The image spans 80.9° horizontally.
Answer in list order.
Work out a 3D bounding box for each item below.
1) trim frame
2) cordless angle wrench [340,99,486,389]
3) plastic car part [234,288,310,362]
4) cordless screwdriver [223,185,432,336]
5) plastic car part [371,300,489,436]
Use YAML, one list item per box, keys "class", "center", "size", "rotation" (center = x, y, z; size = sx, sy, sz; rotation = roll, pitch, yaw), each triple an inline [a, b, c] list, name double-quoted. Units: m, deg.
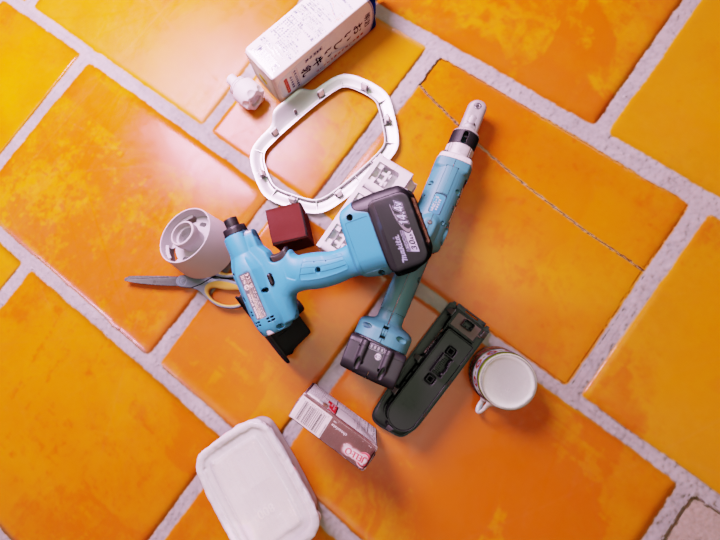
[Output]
- class: "trim frame"
  center: [-0.057, -0.199, 0.655]
  size: [0.248, 0.027, 0.188]
  rotation: [-40, 78, 1]
- class: "cordless angle wrench"
  center: [0.091, -0.053, 0.585]
  size: [0.076, 0.096, 0.424]
  rotation: [22, 81, 9]
- class: "plastic car part"
  center: [-0.117, 0.064, 0.603]
  size: [0.070, 0.067, 0.115]
  rotation: [-41, 97, -16]
- class: "cordless screwdriver"
  center: [-0.050, -0.033, 0.514]
  size: [0.253, 0.073, 0.160]
  rotation: [-24, 88, 19]
- class: "plastic car part"
  center: [0.096, 0.140, 0.568]
  size: [0.067, 0.067, 0.203]
  rotation: [38, 90, 1]
